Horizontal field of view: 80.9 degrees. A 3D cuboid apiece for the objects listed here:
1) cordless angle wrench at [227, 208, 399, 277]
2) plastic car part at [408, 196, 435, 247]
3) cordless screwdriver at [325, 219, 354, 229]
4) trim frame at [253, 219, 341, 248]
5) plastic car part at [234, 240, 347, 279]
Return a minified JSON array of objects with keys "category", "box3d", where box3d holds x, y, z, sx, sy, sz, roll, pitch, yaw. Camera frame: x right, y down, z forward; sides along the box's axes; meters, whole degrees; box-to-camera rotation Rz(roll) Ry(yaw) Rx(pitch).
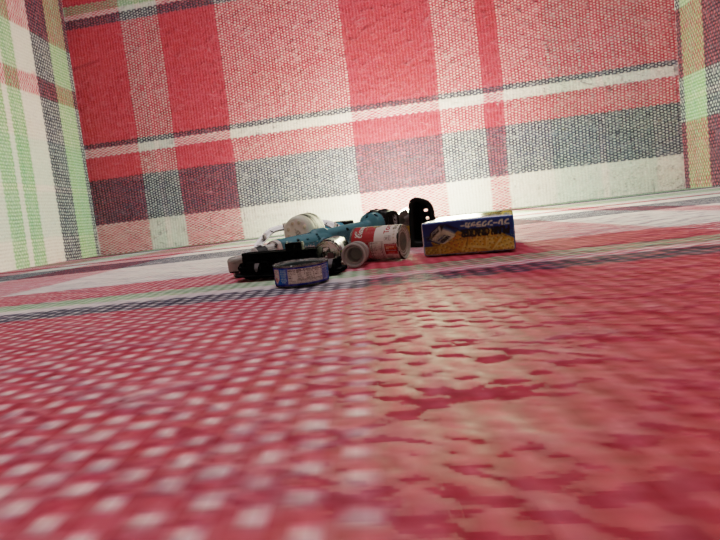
[{"category":"cordless angle wrench","box3d":[-0.090,-0.059,0.918,0.408,0.097,0.078,-16,13,-34]},{"category":"plastic car part","box3d":[0.153,-0.116,1.007,0.068,0.116,0.068,-4,2,24]},{"category":"cordless screwdriver","box3d":[-0.132,-0.091,1.238,0.167,0.073,0.240,-1,13,37]},{"category":"trim frame","box3d":[-0.148,-0.078,1.076,0.246,0.027,0.192,-8,38,-6]},{"category":"plastic car part","box3d":[-0.131,-0.015,0.744,0.208,0.066,0.066,-7,13,15]}]
